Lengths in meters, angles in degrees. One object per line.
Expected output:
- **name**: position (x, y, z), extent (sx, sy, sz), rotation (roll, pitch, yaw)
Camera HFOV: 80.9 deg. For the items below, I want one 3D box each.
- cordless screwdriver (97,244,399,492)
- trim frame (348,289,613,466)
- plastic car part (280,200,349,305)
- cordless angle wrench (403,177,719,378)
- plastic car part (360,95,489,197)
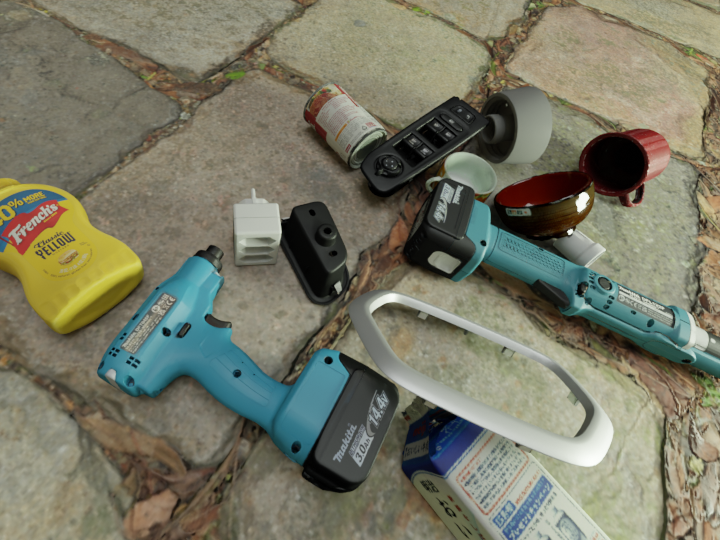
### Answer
- **cordless screwdriver**: position (-0.089, 0.078, 0.389), extent (0.253, 0.073, 0.160), rotation (23, 57, 8)
- **trim frame**: position (0.104, 0.084, 0.390), extent (0.252, 0.027, 0.184), rotation (20, 23, 6)
- **plastic car part**: position (-0.046, -0.030, 0.465), extent (0.064, 0.070, 0.121), rotation (-17, 61, -22)
- **cordless angle wrench**: position (0.262, 0.028, 0.492), extent (0.425, 0.073, 0.098), rotation (26, 57, 3)
- **plastic car part**: position (0.078, -0.161, 0.573), extent (0.200, 0.067, 0.068), rotation (-37, 81, -24)
